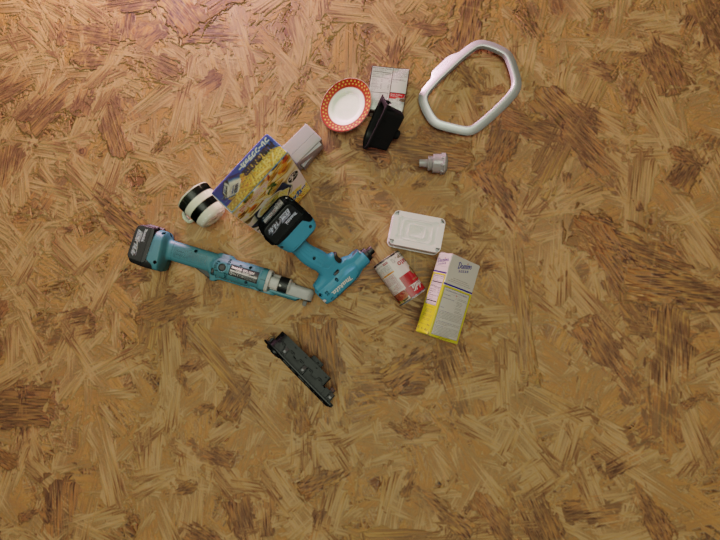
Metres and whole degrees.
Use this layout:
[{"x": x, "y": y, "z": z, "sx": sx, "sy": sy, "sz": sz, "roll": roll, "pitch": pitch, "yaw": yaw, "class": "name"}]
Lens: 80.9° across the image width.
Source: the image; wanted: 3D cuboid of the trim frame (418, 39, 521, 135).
[{"x": 0.251, "y": -0.420, "z": 0.971, "sx": 0.248, "sy": 0.027, "sz": 0.187, "roll": -44, "pitch": 82, "yaw": 1, "class": "trim frame"}]

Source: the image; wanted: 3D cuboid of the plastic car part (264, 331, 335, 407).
[{"x": -0.126, "y": 0.207, "z": 0.919, "sx": 0.206, "sy": 0.065, "sz": 0.067, "roll": 39, "pitch": 78, "yaw": 8, "class": "plastic car part"}]

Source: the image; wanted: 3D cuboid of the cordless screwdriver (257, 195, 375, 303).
[{"x": -0.087, "y": -0.057, "z": 0.891, "sx": 0.159, "sy": 0.078, "sz": 0.238, "roll": -43, "pitch": 117, "yaw": -1, "class": "cordless screwdriver"}]

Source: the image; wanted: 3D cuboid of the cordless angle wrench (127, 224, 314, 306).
[{"x": -0.309, "y": -0.004, "z": 0.959, "sx": 0.427, "sy": 0.073, "sz": 0.098, "roll": 16, "pitch": 86, "yaw": 5, "class": "cordless angle wrench"}]

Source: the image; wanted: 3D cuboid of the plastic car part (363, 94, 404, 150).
[{"x": 0.058, "y": -0.322, "z": 0.952, "sx": 0.069, "sy": 0.068, "sz": 0.115, "roll": 13, "pitch": 128, "yaw": -16, "class": "plastic car part"}]
